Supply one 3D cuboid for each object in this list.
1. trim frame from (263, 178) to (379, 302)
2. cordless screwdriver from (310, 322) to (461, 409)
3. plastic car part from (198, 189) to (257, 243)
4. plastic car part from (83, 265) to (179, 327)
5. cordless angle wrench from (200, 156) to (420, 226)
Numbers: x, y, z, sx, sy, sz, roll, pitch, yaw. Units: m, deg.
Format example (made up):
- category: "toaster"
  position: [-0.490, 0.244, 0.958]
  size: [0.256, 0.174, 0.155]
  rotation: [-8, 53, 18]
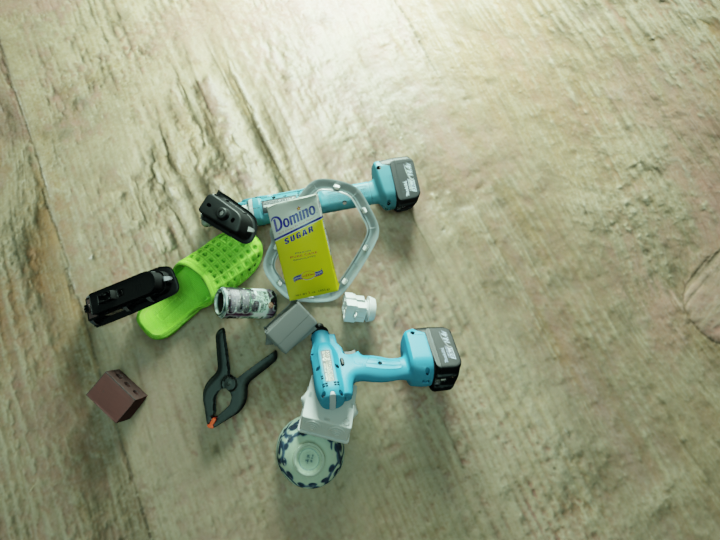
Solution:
- category: "trim frame"
  position: [-0.077, -0.050, 0.788]
  size: [0.184, 0.027, 0.248]
  rotation: [33, 101, -1]
- category: "cordless screwdriver"
  position: [0.035, 0.147, 0.745]
  size: [0.246, 0.072, 0.166]
  rotation: [-7, 43, -7]
- category: "plastic car part"
  position: [-0.246, -0.101, 0.771]
  size: [0.120, 0.069, 0.066]
  rotation: [32, 88, 15]
- category: "plastic car part"
  position: [-0.426, 0.041, 0.768]
  size: [0.206, 0.064, 0.068]
  rotation: [-19, 71, 11]
- category: "cordless angle wrench"
  position: [-0.104, -0.134, 0.826]
  size: [0.423, 0.073, 0.099]
  rotation: [-10, 79, 1]
